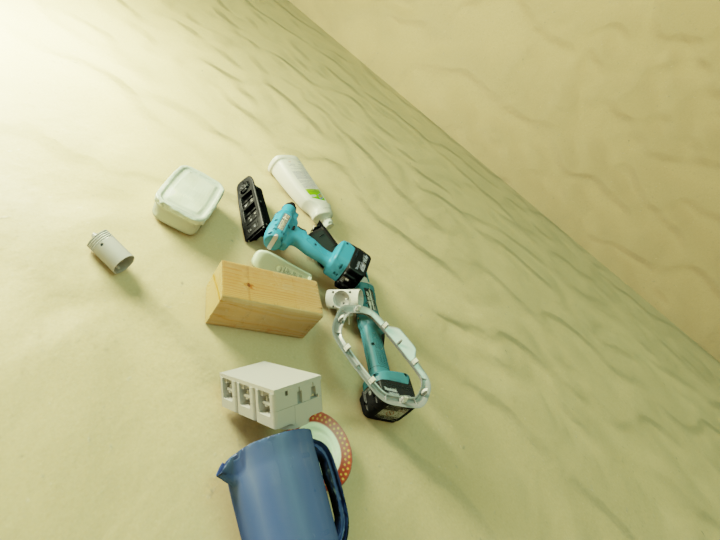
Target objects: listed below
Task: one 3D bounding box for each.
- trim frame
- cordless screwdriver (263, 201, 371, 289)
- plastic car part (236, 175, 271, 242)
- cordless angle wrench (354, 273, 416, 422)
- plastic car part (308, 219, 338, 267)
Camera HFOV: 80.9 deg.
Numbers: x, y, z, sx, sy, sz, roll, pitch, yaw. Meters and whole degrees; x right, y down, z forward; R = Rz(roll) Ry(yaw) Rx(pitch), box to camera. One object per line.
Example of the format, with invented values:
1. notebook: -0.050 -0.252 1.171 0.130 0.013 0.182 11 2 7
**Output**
1. trim frame: 0.043 0.162 0.842 0.176 0.027 0.260 -9 50 -50
2. cordless screwdriver: -0.098 -0.064 0.999 0.245 0.074 0.161 29 40 -9
3. plastic car part: -0.258 -0.154 1.039 0.063 0.067 0.212 17 39 -44
4. cordless angle wrench: 0.023 0.121 0.962 0.094 0.074 0.440 18 37 -27
5. plastic car part: -0.104 -0.057 1.071 0.069 0.066 0.120 -24 71 -36
